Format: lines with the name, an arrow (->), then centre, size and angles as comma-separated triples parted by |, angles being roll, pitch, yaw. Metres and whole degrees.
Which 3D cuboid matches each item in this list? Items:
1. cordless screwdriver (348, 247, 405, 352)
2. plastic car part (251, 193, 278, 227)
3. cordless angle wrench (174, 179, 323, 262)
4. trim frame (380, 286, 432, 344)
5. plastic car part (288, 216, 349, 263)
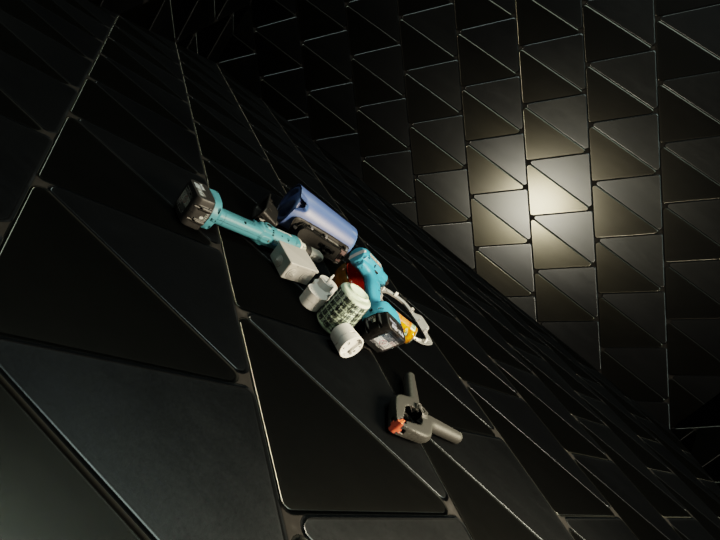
cordless screwdriver -> 0.046, 0.074, 1.027 | 0.150, 0.076, 0.258 | 43, 27, -44
plastic car part -> -0.257, -0.153, 1.171 | 0.068, 0.066, 0.121 | 46, 15, -28
cordless angle wrench -> -0.238, -0.091, 1.024 | 0.399, 0.074, 0.103 | 24, 21, -45
trim frame -> 0.127, 0.127, 1.254 | 0.175, 0.027, 0.261 | 28, 18, -32
plastic car part -> -0.117, -0.077, 1.199 | 0.194, 0.066, 0.070 | 34, 19, -27
